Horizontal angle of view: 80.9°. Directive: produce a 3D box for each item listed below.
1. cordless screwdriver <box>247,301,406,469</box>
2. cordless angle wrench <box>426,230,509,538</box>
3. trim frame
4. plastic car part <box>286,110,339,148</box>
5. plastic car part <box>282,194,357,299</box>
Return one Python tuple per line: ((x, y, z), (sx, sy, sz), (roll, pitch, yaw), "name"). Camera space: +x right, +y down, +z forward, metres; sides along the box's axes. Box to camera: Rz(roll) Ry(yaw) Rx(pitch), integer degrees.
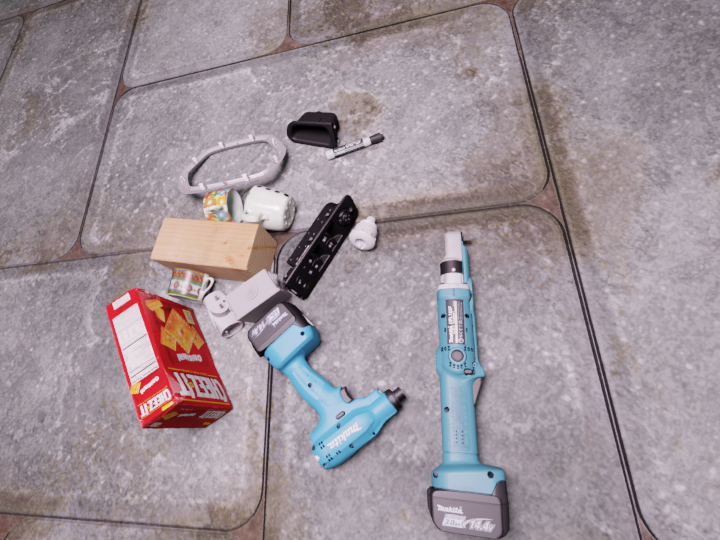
((-0.059, 0.157, 0.671), (0.159, 0.071, 0.259), (-38, 66, -2), "cordless screwdriver")
((0.145, 0.132, 0.621), (0.100, 0.071, 0.432), (-4, 65, 14), "cordless angle wrench")
((-0.276, -0.228, 0.896), (0.253, 0.026, 0.189), (-8, 49, 12), "trim frame")
((-0.092, -0.305, 0.886), (0.122, 0.063, 0.071), (17, 59, 25), "plastic car part")
((-0.076, -0.049, 0.772), (0.071, 0.063, 0.203), (26, 77, 49), "plastic car part")
